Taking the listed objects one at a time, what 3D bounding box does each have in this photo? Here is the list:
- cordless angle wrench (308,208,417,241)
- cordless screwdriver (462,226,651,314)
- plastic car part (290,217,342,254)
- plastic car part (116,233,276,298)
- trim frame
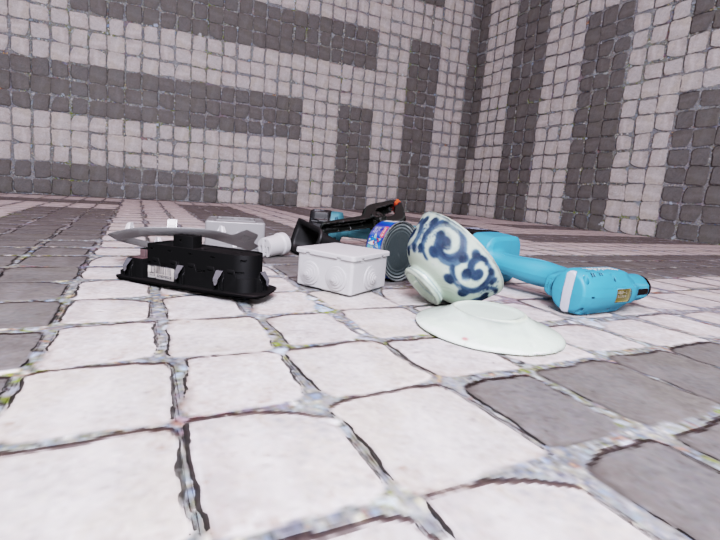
[{"bbox_3d":[0.094,-0.080,0.957,0.425,0.074,0.098,7,10,3],"label":"cordless angle wrench"},{"bbox_3d":[0.247,-0.004,0.597,0.153,0.073,0.262,-2,15,-30],"label":"cordless screwdriver"},{"bbox_3d":[-0.076,-0.049,0.773,0.067,0.066,0.123,15,5,-34],"label":"plastic car part"},{"bbox_3d":[-0.185,-0.006,0.489,0.211,0.067,0.064,11,4,24],"label":"plastic car part"},{"bbox_3d":[-0.247,-0.046,0.624,0.187,0.028,0.243,1,-5,7],"label":"trim frame"}]
